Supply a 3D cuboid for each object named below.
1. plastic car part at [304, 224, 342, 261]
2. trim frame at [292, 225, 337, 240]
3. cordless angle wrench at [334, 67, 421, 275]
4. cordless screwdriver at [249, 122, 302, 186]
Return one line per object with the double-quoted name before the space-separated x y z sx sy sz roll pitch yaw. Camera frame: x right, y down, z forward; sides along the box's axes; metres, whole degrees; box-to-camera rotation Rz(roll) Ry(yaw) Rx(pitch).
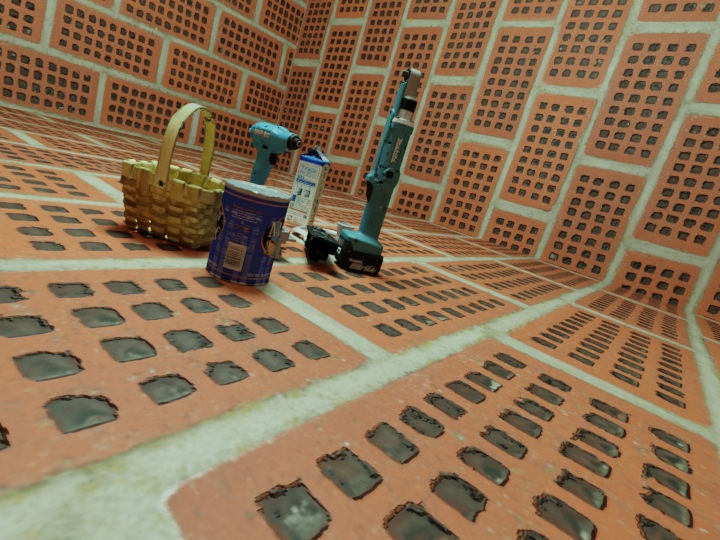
"plastic car part" -0.089 -0.058 0.906 0.065 0.066 0.208 14 13 -13
"trim frame" -0.064 -0.074 1.087 0.262 0.027 0.176 25 16 33
"cordless angle wrench" 0.049 -0.201 0.880 0.095 0.420 0.077 14 12 -17
"cordless screwdriver" -0.212 -0.201 0.952 0.168 0.247 0.071 27 15 40
